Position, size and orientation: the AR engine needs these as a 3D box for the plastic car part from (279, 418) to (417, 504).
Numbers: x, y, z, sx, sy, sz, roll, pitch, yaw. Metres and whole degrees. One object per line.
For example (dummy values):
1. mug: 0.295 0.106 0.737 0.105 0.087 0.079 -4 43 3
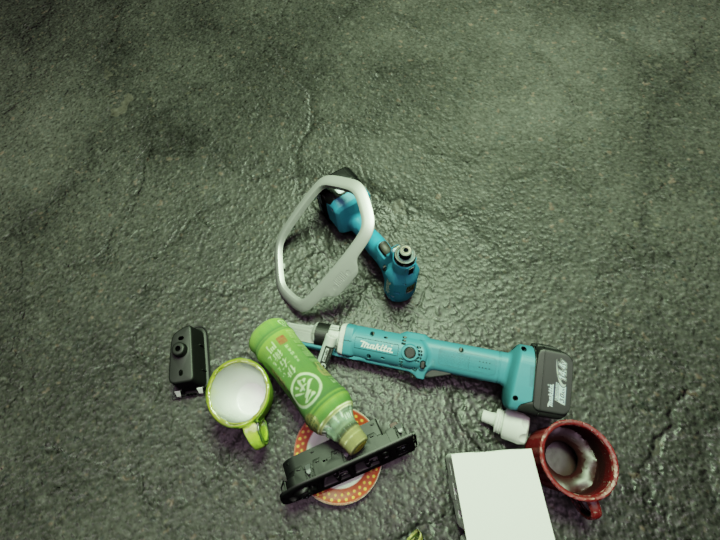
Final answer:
1. plastic car part: -0.025 0.257 0.585 0.201 0.064 0.070 -26 58 -7

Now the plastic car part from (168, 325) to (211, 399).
1. plastic car part: -0.283 0.141 0.684 0.066 0.069 0.120 -9 68 -3

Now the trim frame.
1. trim frame: -0.068 -0.045 0.699 0.250 0.026 0.193 -49 52 23

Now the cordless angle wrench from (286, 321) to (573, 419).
1. cordless angle wrench: 0.079 0.128 0.650 0.435 0.072 0.098 8 81 15

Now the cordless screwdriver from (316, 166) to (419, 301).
1. cordless screwdriver: 0.012 -0.073 0.709 0.074 0.154 0.259 -29 65 -11
